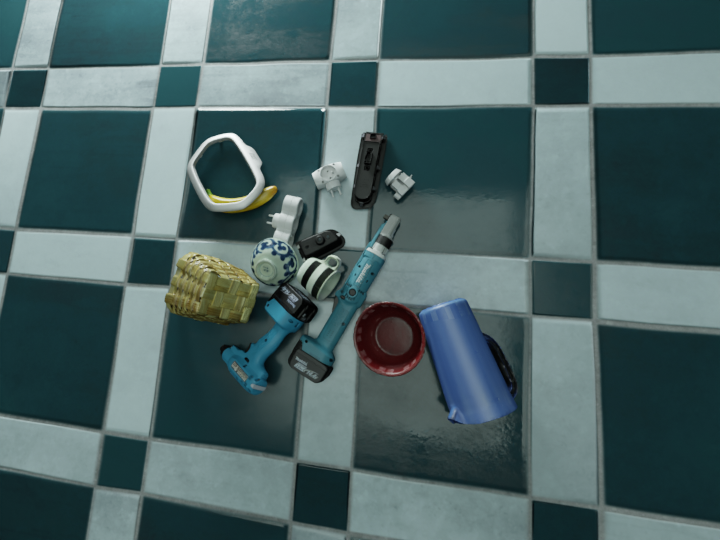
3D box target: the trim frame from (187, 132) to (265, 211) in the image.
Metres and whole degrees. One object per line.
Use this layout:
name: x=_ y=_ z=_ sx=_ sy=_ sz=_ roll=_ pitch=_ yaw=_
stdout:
trim frame: x=-0.345 y=-0.253 z=1.089 sx=0.184 sy=0.026 sz=0.259 roll=-33 pitch=65 yaw=-2

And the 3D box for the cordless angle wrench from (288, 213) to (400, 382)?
cordless angle wrench: x=-0.019 y=0.054 z=0.981 sx=0.100 sy=0.072 sz=0.423 roll=29 pitch=84 yaw=11

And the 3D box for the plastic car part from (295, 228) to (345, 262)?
plastic car part: x=-0.099 y=-0.065 z=1.013 sx=0.117 sy=0.069 sz=0.067 roll=-25 pitch=81 yaw=7

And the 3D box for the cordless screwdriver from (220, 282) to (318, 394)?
cordless screwdriver: x=-0.224 y=0.143 z=0.991 sx=0.168 sy=0.070 sz=0.248 roll=32 pitch=86 yaw=37

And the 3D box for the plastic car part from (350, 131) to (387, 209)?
plastic car part: x=0.020 y=-0.248 z=1.031 sx=0.067 sy=0.066 sz=0.204 roll=10 pitch=85 yaw=1
